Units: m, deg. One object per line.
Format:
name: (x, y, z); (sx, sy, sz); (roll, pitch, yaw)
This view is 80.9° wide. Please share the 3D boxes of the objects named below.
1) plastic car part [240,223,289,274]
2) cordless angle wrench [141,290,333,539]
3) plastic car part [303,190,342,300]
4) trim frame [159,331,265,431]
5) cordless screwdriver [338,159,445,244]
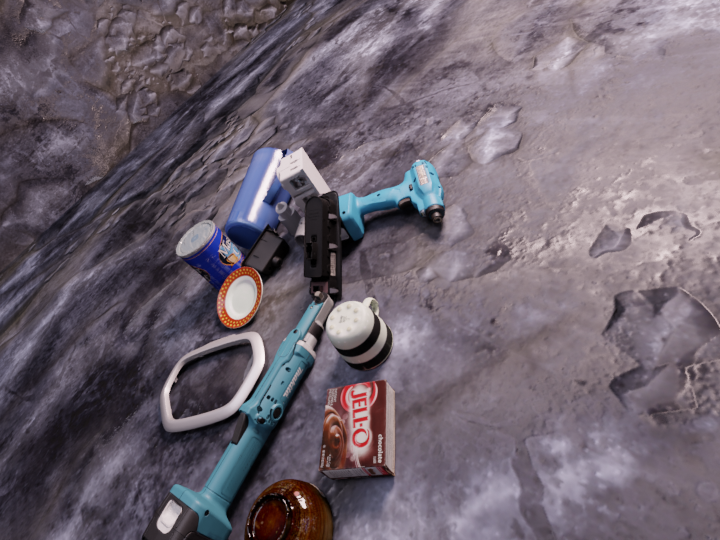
plastic car part: (-0.197, -0.032, 0.919); (0.074, 0.062, 0.117); (16, 65, 30)
cordless angle wrench: (-0.144, 0.207, 0.631); (0.078, 0.093, 0.423); (1, 49, 39)
plastic car part: (-0.075, -0.049, 0.766); (0.069, 0.063, 0.205); (-8, 75, 40)
trim frame: (-0.276, 0.198, 0.779); (0.254, 0.026, 0.190); (-23, 43, 21)
cordless screwdriver: (0.034, -0.111, 0.803); (0.254, 0.070, 0.164); (-19, 43, 17)
